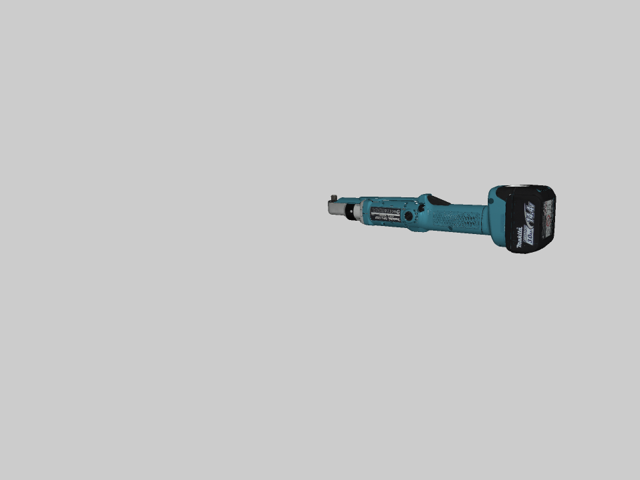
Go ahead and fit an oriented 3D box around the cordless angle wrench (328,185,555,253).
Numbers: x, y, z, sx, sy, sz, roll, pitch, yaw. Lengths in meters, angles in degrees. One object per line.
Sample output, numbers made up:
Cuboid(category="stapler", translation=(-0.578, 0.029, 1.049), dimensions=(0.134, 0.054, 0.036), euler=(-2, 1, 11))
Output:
Cuboid(category="cordless angle wrench", translation=(0.171, -0.047, 0.747), dimensions=(0.423, 0.098, 0.074), euler=(7, 15, 44))
